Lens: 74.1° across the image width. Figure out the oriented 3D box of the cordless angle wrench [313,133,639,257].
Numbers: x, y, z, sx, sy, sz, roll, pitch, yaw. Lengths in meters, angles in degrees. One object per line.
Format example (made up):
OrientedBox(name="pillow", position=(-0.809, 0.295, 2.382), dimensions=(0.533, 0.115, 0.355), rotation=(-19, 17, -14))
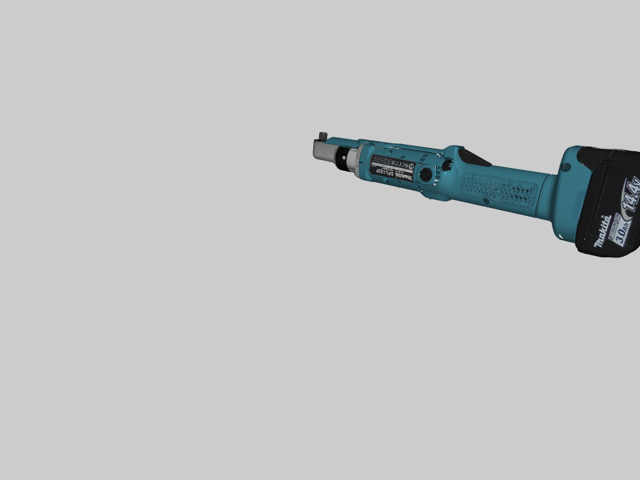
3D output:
OrientedBox(name="cordless angle wrench", position=(0.143, -0.082, 0.514), dimensions=(0.423, 0.098, 0.074), rotation=(20, 23, 40))
